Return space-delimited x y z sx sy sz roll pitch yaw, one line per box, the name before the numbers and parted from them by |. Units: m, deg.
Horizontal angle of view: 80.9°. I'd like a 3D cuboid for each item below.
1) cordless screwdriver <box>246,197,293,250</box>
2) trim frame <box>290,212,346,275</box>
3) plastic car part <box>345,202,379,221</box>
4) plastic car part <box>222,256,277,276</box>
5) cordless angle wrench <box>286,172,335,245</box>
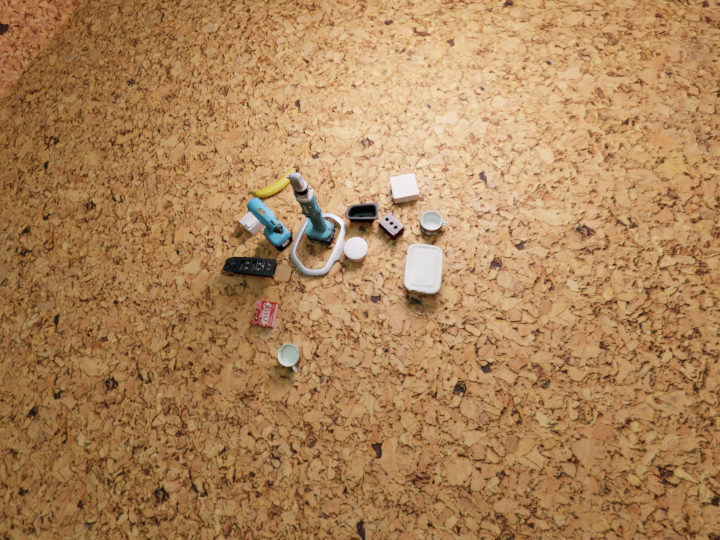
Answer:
cordless screwdriver | -0.292 -0.140 1.448 0.074 0.240 0.165 -43 70 -9
trim frame | -0.149 -0.097 1.520 0.190 0.026 0.250 17 73 17
plastic car part | 0.007 -0.197 1.505 0.118 0.068 0.067 -3 70 9
plastic car part | -0.391 -0.011 1.513 0.208 0.064 0.067 6 71 13
cordless angle wrench | -0.159 -0.195 1.352 0.100 0.409 0.075 11 72 10
